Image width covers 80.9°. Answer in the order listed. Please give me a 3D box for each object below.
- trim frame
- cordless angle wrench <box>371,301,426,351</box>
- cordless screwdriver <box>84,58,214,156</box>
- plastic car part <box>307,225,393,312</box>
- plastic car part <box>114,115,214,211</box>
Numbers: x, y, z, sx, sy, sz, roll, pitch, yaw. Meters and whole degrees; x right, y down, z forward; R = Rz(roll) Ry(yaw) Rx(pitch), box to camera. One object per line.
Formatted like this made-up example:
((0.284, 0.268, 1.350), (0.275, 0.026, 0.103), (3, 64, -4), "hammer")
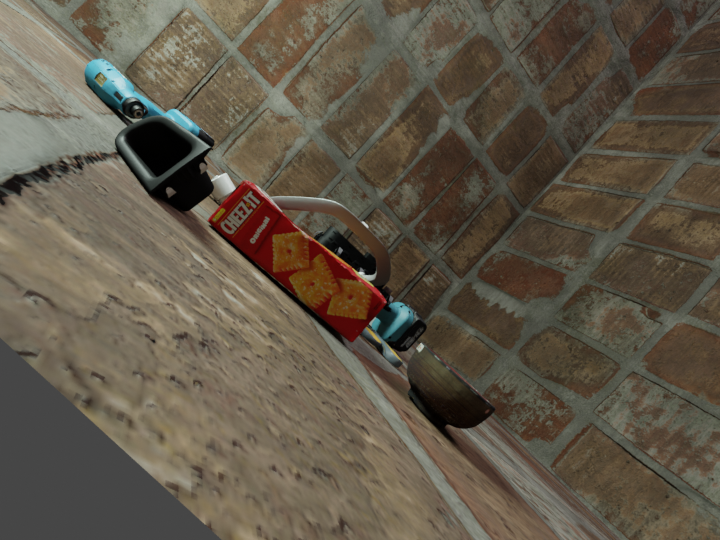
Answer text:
((-0.063, -0.041, 0.647), (0.261, 0.027, 0.176), (7, -44, 37), "trim frame")
((-0.023, 0.034, 0.871), (0.402, 0.098, 0.078), (39, 5, -31), "cordless angle wrench")
((-0.367, -0.272, 0.776), (0.166, 0.074, 0.238), (42, 3, 23), "cordless screwdriver")
((-0.009, -0.010, 0.766), (0.197, 0.067, 0.068), (39, 6, -16), "plastic car part")
((-0.186, -0.101, 0.418), (0.123, 0.065, 0.067), (38, -18, 37), "plastic car part")
